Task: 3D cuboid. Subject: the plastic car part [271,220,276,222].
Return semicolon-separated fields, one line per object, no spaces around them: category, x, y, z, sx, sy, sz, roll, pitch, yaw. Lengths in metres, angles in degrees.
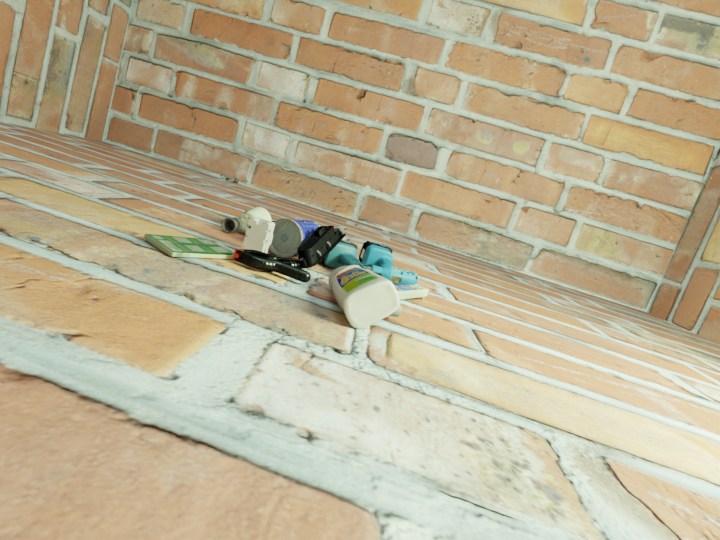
plastic car part;-0.250;-0.107;1.220;0.070;0.071;0.110;23;9;37

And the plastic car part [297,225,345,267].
plastic car part;-0.106;-0.069;1.080;0.069;0.065;0.202;7;35;21

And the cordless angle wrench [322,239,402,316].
cordless angle wrench;0.001;0.012;1.016;0.094;0.074;0.441;13;14;-23

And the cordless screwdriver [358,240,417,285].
cordless screwdriver;0.051;-0.020;1.246;0.155;0.074;0.258;13;15;-18
